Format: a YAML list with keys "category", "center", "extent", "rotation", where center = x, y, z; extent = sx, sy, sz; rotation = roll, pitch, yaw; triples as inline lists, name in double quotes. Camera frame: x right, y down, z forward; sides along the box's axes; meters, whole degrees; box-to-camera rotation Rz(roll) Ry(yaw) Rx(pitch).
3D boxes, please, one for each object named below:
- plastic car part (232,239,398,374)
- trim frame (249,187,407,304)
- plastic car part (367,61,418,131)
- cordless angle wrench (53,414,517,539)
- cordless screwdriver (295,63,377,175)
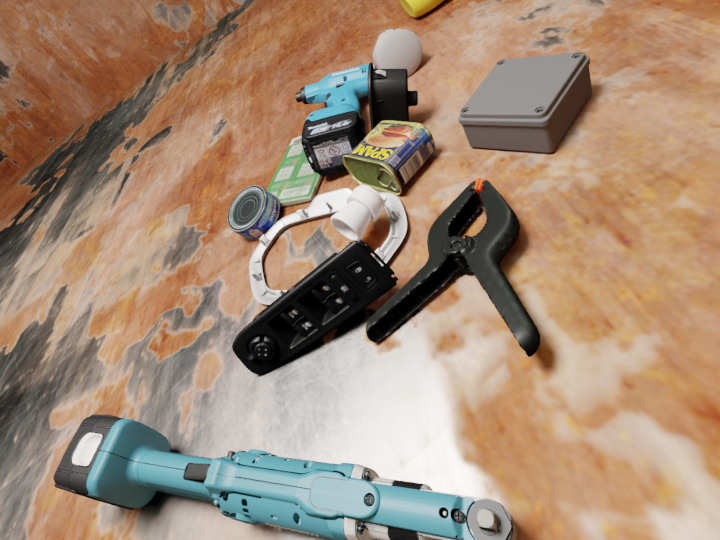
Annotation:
- category: "plastic car part"
  center: [-0.062, 0.038, 0.468]
  extent: [0.204, 0.063, 0.069]
  rotation: [-39, 29, 13]
- category: "trim frame"
  center: [-0.056, -0.036, 0.569]
  extent: [0.258, 0.026, 0.187]
  rotation: [-10, 49, 32]
- category: "plastic car part"
  center: [0.048, -0.245, 0.624]
  extent: [0.072, 0.112, 0.067]
  rotation: [3, 51, 7]
- category: "cordless angle wrench"
  center: [-0.096, 0.186, 0.367]
  extent: [0.438, 0.093, 0.075]
  rotation: [-6, 50, 27]
- category: "cordless screwdriver"
  center: [-0.054, -0.263, 0.716]
  extent: [0.163, 0.071, 0.254]
  rotation: [-7, 46, 16]
